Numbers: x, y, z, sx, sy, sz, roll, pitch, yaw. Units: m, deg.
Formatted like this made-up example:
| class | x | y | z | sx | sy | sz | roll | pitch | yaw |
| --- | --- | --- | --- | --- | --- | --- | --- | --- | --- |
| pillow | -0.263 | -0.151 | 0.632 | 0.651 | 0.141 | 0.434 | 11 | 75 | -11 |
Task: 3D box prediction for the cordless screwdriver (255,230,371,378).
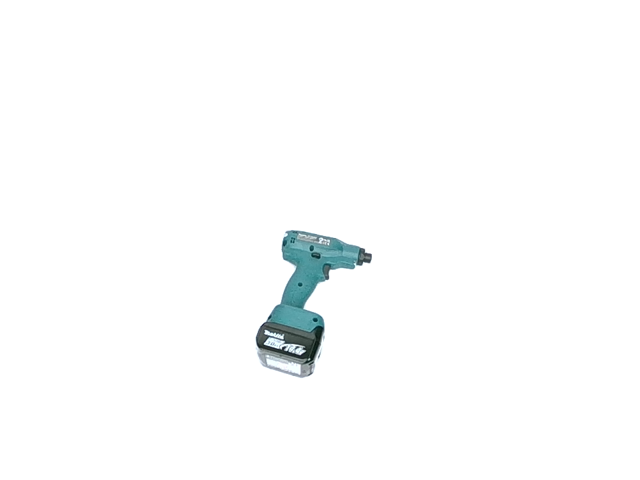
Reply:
| class | x | y | z | sx | sy | sz | roll | pitch | yaw |
| --- | --- | --- | --- | --- | --- | --- | --- | --- | --- |
| cordless screwdriver | -0.008 | 0.095 | 0.698 | 0.159 | 0.247 | 0.074 | 11 | -37 | 5 |
